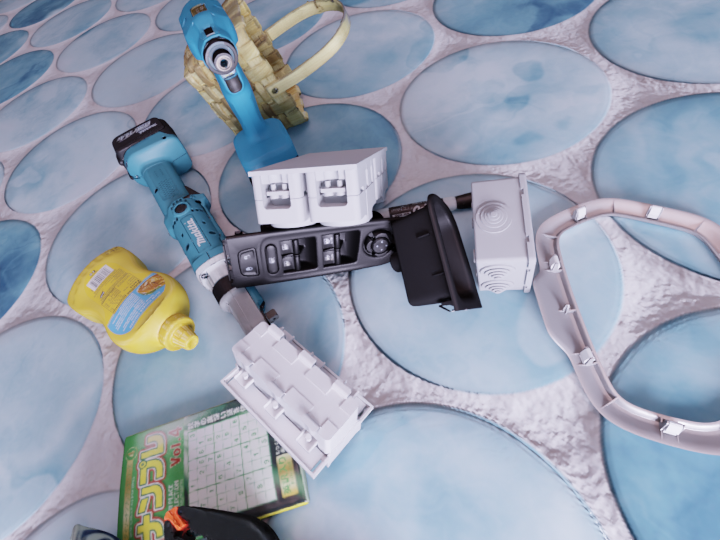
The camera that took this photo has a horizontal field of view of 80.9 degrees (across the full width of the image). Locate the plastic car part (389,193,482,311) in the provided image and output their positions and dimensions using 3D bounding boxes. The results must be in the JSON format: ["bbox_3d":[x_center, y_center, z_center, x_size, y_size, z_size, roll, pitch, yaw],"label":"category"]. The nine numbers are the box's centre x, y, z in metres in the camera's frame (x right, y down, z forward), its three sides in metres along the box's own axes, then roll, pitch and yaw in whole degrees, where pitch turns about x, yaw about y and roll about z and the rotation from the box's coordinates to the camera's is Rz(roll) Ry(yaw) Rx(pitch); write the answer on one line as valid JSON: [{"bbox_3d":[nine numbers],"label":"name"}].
[{"bbox_3d":[0.066,-0.010,0.428,0.073,0.063,0.119,-24,72,31],"label":"plastic car part"}]

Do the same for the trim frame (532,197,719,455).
[{"bbox_3d":[0.258,0.027,0.375,0.188,0.026,0.255,-8,56,13],"label":"trim frame"}]

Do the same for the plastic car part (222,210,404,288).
[{"bbox_3d":[-0.046,-0.030,0.473,0.201,0.064,0.069,-6,27,-5],"label":"plastic car part"}]

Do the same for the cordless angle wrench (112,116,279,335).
[{"bbox_3d":[-0.229,-0.069,0.569,0.097,0.071,0.445,-34,56,-12],"label":"cordless angle wrench"}]

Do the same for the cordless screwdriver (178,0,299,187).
[{"bbox_3d":[-0.132,-0.182,0.506,0.074,0.237,0.167,-26,49,-4],"label":"cordless screwdriver"}]
